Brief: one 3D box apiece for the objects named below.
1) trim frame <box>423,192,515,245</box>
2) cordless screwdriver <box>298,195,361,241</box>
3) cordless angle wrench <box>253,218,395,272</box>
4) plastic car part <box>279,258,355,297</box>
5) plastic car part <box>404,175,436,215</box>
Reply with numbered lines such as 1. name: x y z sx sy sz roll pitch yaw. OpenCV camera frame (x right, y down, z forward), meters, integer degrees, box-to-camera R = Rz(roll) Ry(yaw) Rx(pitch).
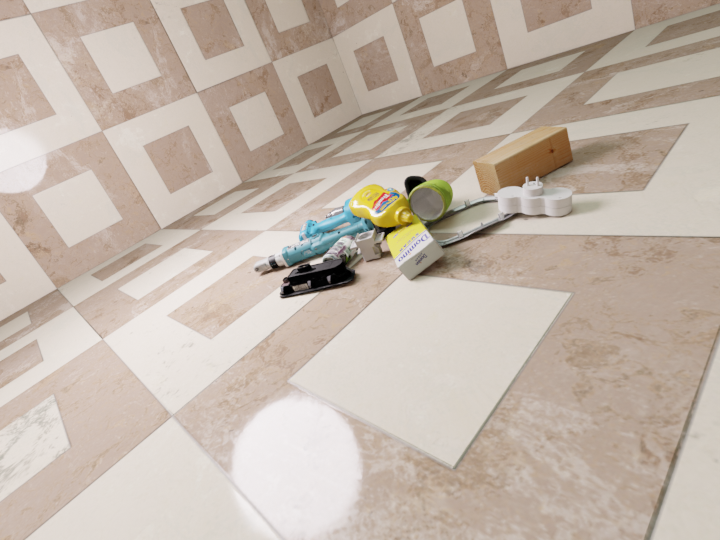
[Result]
1. trim frame: 0.247 -0.121 0.972 0.249 0.026 0.190 -23 25 1
2. cordless screwdriver: -0.073 -0.162 1.302 0.252 0.072 0.162 -24 23 12
3. cordless angle wrench: -0.115 -0.075 1.171 0.431 0.072 0.099 -20 24 16
4. plastic car part: -0.107 0.012 1.000 0.210 0.065 0.065 -8 20 27
5. plastic car part: 0.159 -0.194 1.117 0.067 0.117 0.069 -19 -2 13
